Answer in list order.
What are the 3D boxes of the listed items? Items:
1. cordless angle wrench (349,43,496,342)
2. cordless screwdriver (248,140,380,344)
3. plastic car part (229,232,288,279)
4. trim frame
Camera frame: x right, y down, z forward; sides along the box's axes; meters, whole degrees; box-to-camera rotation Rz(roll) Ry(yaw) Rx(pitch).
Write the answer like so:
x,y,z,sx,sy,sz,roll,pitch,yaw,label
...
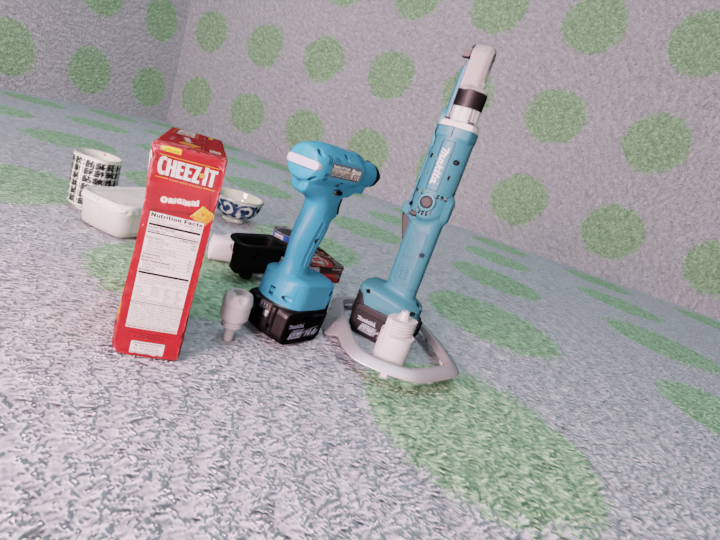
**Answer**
x,y,z,sx,sy,sz,roll,pitch,yaw,label
0.097,-0.094,0.590,0.102,0.420,0.072,25,15,23,cordless angle wrench
-0.054,-0.035,0.547,0.078,0.247,0.152,27,17,30,cordless screwdriver
-0.175,-0.021,0.696,0.069,0.070,0.111,27,18,29,plastic car part
0.035,0.094,0.612,0.180,0.027,0.256,14,16,-13,trim frame
